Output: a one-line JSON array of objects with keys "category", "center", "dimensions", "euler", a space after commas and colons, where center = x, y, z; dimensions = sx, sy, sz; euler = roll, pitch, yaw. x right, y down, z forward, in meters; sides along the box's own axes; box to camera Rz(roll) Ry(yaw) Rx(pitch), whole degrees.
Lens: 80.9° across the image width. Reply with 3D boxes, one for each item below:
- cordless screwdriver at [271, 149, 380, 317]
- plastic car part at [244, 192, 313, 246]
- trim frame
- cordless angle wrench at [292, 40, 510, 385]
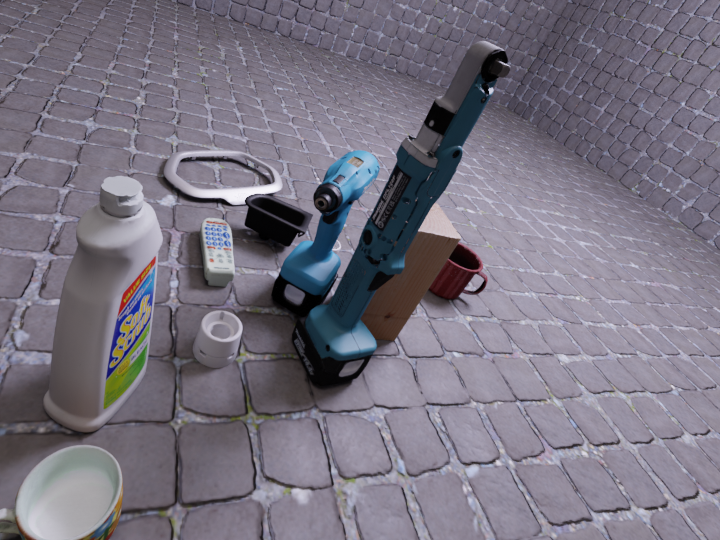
[{"category": "cordless screwdriver", "center": [-0.057, -0.037, 0.578], "dimensions": [0.075, 0.247, 0.158], "euler": [29, 34, 3]}, {"category": "plastic car part", "center": [-0.152, -0.083, 0.743], "dimensions": [0.116, 0.070, 0.067], "euler": [22, 34, -3]}, {"category": "trim frame", "center": [-0.276, -0.196, 0.865], "dimensions": [0.238, 0.027, 0.194], "euler": [-13, 48, -41]}, {"category": "cordless angle wrench", "center": [0.029, -0.034, 0.469], "dimensions": [0.071, 0.419, 0.103], "euler": [-1, 43, -36]}]
